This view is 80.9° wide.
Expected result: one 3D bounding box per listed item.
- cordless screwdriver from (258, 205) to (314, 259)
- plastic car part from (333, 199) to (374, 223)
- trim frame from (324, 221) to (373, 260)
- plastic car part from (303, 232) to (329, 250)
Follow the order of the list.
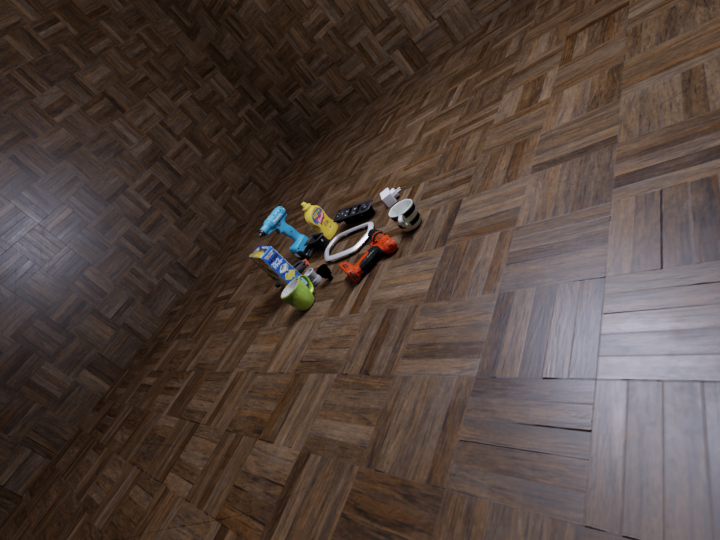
[{"bbox_3d":[-0.312,-0.136,1.802,0.159,0.240,0.077,-54,22,-23],"label":"cordless screwdriver"},{"bbox_3d":[-0.020,-0.227,1.703,0.210,0.064,0.066,-16,36,47],"label":"plastic car part"},{"bbox_3d":[-0.047,-0.111,1.612,0.257,0.026,0.185,-20,34,42],"label":"trim frame"},{"bbox_3d":[-0.172,-0.112,1.755,0.066,0.068,0.121,-54,25,-22],"label":"plastic car part"}]
